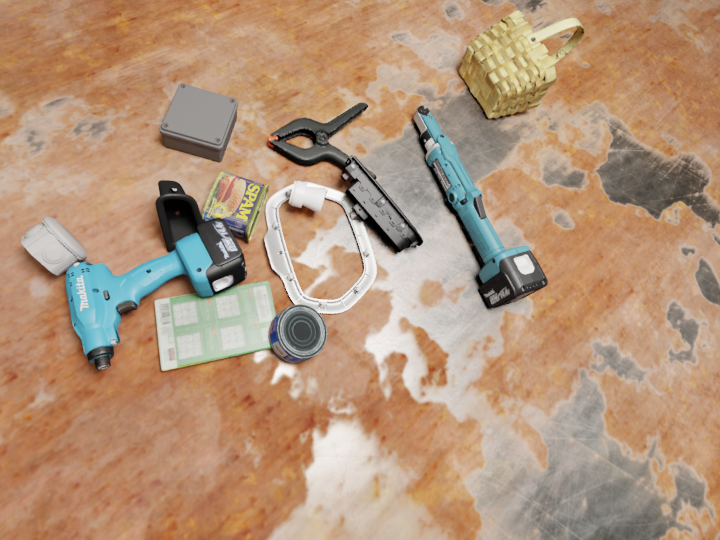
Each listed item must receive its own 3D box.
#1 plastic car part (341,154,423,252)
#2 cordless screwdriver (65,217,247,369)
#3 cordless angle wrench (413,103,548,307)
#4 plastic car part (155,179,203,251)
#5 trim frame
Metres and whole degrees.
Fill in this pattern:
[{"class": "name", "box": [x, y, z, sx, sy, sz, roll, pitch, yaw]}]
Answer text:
[{"class": "plastic car part", "box": [0.032, -0.108, 0.748, 0.202, 0.067, 0.067, 46, 77, -3]}, {"class": "cordless screwdriver", "box": [-0.288, 0.028, 0.617, 0.244, 0.073, 0.166, -22, 64, -16]}, {"class": "cordless angle wrench", "box": [0.196, -0.143, 0.800, 0.073, 0.097, 0.436, -14, 68, -20]}, {"class": "plastic car part", "box": [-0.289, -0.097, 0.666, 0.064, 0.113, 0.074, -18, 52, -21]}, {"class": "trim frame", "box": [-0.072, -0.047, 0.731, 0.180, 0.027, 0.254, -13, 73, -16]}]
